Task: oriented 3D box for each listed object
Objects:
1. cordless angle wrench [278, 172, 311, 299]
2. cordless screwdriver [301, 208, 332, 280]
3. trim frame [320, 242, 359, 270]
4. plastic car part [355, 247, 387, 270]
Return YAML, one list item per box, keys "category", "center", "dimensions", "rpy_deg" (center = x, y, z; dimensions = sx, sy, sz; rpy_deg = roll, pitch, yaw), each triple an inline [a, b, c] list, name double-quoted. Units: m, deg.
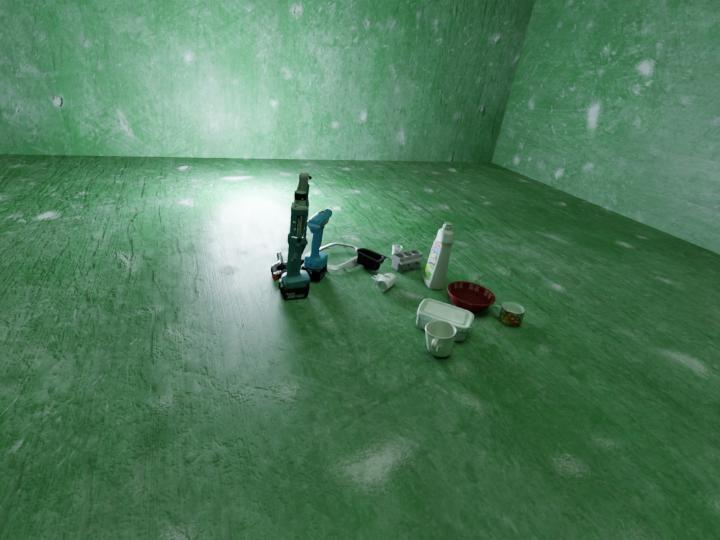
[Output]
- category: "cordless angle wrench"
  center: [-0.201, -0.105, 1.348]
  dimensions: [0.095, 0.414, 0.078]
  rpy_deg: [-2, 27, -22]
- category: "cordless screwdriver"
  center: [-0.150, -0.098, 1.531]
  dimensions: [0.076, 0.244, 0.158]
  rpy_deg: [15, 27, 13]
- category: "trim frame"
  center: [-0.090, -0.056, 1.700]
  dimensions: [0.194, 0.027, 0.241]
  rpy_deg: [24, 32, 31]
- category: "plastic car part"
  center: [0.035, -0.036, 1.640]
  dimensions: [0.122, 0.069, 0.064]
  rpy_deg: [23, 30, 28]
